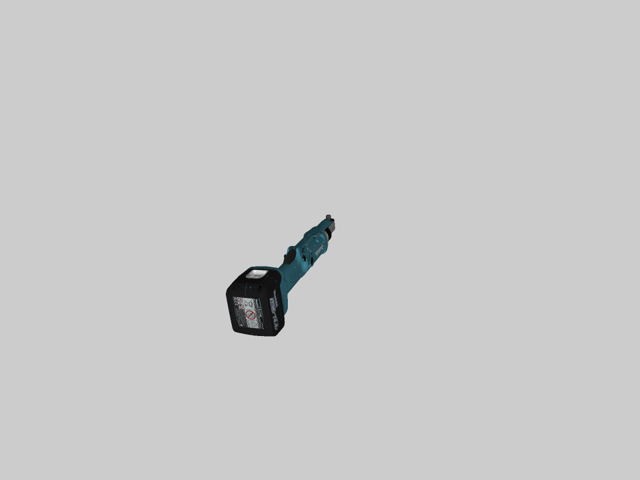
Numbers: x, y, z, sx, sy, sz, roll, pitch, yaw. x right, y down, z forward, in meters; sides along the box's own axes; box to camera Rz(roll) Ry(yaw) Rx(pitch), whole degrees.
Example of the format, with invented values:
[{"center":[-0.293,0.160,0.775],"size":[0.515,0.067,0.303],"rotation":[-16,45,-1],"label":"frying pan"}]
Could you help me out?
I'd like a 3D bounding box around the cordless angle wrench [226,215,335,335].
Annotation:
[{"center":[-0.042,0.038,0.832],"size":[0.074,0.098,0.421],"rotation":[2,21,19],"label":"cordless angle wrench"}]
